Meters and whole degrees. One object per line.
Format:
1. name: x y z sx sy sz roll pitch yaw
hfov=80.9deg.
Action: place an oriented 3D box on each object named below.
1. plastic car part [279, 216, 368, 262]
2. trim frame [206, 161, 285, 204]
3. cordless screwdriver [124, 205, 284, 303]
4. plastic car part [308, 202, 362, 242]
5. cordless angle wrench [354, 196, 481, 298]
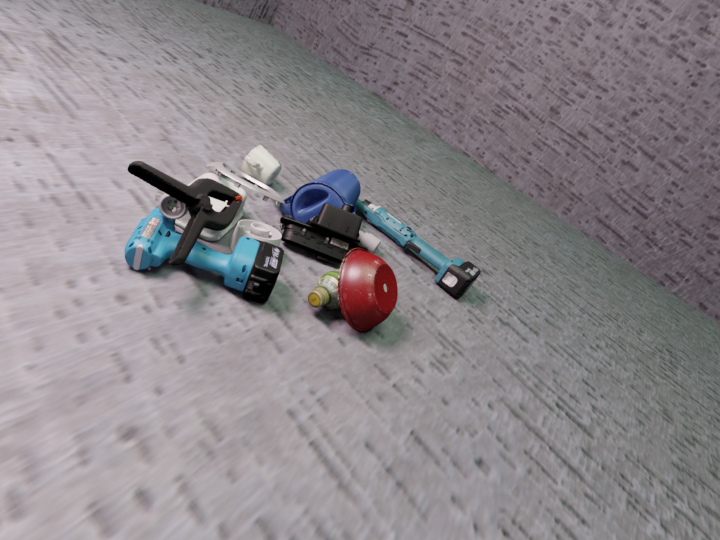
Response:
1. plastic car part: -0.090 -0.059 0.923 0.198 0.067 0.068 25 -7 -14
2. trim frame: -0.257 -0.198 0.949 0.177 0.027 0.259 27 9 -24
3. cordless screwdriver: -0.262 -0.039 0.737 0.242 0.074 0.165 16 32 -15
4. plastic car part: -0.047 -0.111 0.918 0.115 0.071 0.067 17 0 -9
5. cordless angle wrench: 0.119 -0.092 1.148 0.440 0.074 0.094 39 30 21
